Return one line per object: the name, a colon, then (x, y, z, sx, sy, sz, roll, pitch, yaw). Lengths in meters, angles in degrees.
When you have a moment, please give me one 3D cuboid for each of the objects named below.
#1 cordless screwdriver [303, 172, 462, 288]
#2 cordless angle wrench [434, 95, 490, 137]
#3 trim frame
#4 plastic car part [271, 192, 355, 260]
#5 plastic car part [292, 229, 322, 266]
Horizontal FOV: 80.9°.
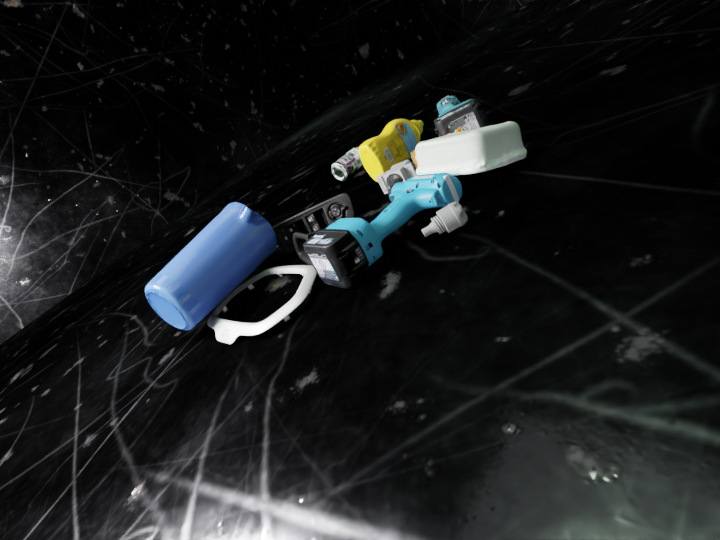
cordless screwdriver: (0.024, -0.077, 0.674, 0.245, 0.072, 0.166, -37, 23, -19)
cordless angle wrench: (0.220, -0.375, 1.006, 0.100, 0.072, 0.428, -24, 23, 18)
trim frame: (-0.170, 0.051, 0.719, 0.260, 0.026, 0.182, 0, 38, 47)
plastic car part: (-0.098, -0.091, 0.868, 0.207, 0.067, 0.065, -25, -3, 20)
plastic car part: (-0.074, -0.049, 0.762, 0.070, 0.064, 0.121, -22, 17, -15)
